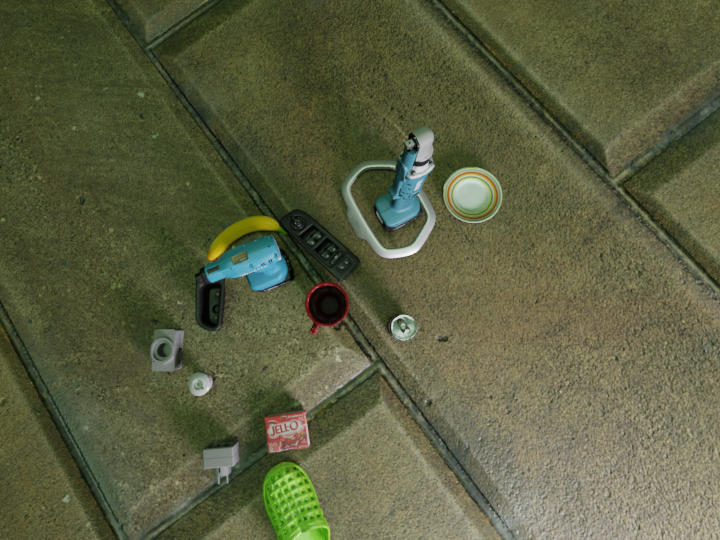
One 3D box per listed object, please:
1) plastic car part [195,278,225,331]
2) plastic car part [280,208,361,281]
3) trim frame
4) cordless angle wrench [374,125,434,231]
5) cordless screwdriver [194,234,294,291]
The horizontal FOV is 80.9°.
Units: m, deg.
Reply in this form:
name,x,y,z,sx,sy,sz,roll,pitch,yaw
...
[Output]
name,x,y,z,sx,sy,sz,roll,pitch,yaw
plastic car part,-0.330,0.077,0.949,0.066,0.070,0.118,-2,80,2
plastic car part,-0.093,-0.061,0.956,0.207,0.066,0.066,43,85,10
trim frame,0.060,-0.147,0.978,0.184,0.027,0.253,-30,78,-1
cordless angle wrench,0.086,-0.161,0.780,0.098,0.417,0.075,-28,84,-4
cordless screwdriver,-0.225,-0.002,0.866,0.159,0.245,0.075,-21,83,-2
